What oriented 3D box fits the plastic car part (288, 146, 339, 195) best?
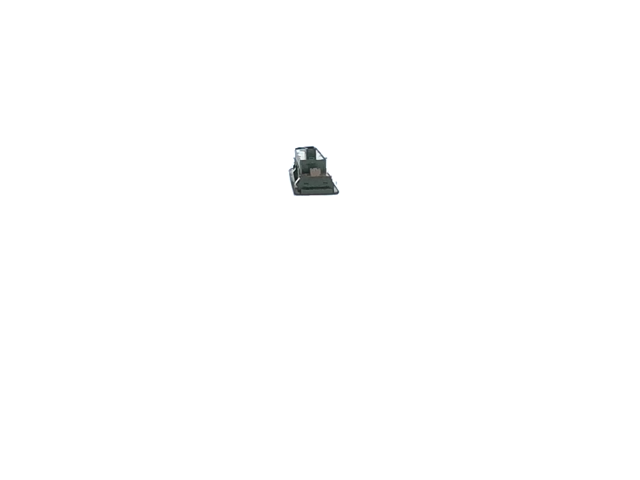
[{"bbox_3d":[-0.020,-0.121,0.699,0.066,0.067,0.203,-10,17,-5],"label":"plastic car part"}]
